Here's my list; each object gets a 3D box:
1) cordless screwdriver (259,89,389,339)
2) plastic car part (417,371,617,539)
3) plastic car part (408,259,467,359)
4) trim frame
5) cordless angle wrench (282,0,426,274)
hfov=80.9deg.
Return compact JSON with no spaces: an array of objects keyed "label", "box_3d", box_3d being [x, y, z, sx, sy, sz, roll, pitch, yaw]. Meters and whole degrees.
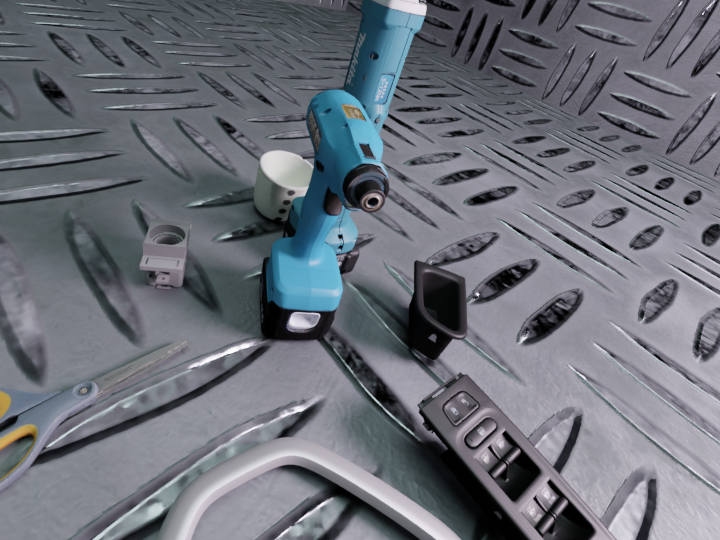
[{"label":"cordless screwdriver","box_3d":[-0.039,-0.025,0.397,0.072,0.245,0.166,6,39,-20]},{"label":"plastic car part","box_3d":[0.128,0.188,0.340,0.064,0.066,0.213,-17,49,-39]},{"label":"plastic car part","box_3d":[0.081,0.053,0.489,0.066,0.070,0.118,19,37,-1]},{"label":"trim frame","box_3d":[-0.021,0.218,0.276,0.255,0.027,0.182,26,38,12]},{"label":"cordless angle wrench","box_3d":[0.000,-0.171,0.453,0.071,0.417,0.103,-6,45,-33]}]
